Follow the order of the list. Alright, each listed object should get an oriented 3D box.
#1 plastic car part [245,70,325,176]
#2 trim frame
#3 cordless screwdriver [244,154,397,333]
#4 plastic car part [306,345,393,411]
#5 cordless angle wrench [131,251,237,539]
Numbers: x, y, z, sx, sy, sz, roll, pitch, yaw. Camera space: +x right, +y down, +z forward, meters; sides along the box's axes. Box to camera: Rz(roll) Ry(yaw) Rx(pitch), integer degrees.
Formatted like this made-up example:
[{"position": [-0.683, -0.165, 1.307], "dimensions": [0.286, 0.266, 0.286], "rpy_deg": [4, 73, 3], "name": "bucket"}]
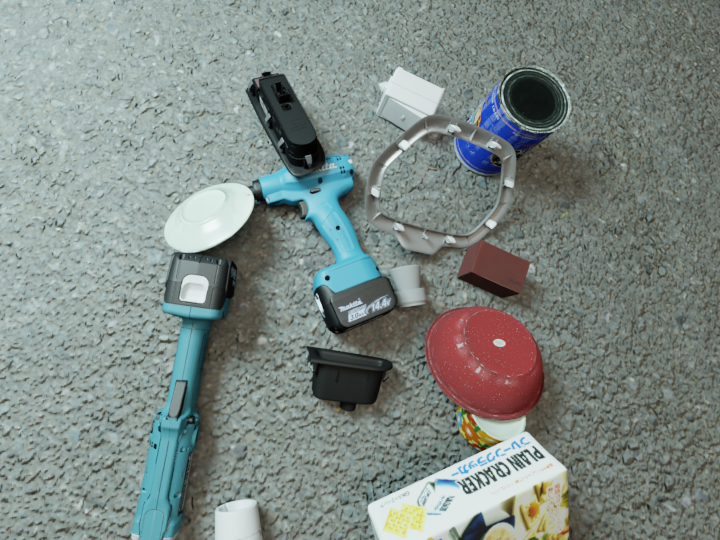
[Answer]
[{"position": [-0.105, -0.222, 0.605], "dimensions": [0.065, 0.066, 0.211], "rpy_deg": [-16, 64, -21], "name": "plastic car part"}, {"position": [0.117, -0.107, 0.576], "dimensions": [0.237, 0.029, 0.183], "rpy_deg": [11, 116, -31], "name": "trim frame"}, {"position": [-0.057, -0.037, 0.585], "dimensions": [0.157, 0.074, 0.254], "rpy_deg": [-16, 75, -11], "name": "cordless screwdriver"}, {"position": [-0.018, 0.146, 0.554], "dimensions": [0.115, 0.067, 0.071], "rpy_deg": [13, 91, -8], "name": "plastic car part"}, {"position": [-0.222, 0.193, 0.505], "dimensions": [0.073, 0.098, 0.426], "rpy_deg": [8, 80, -8], "name": "cordless angle wrench"}]
